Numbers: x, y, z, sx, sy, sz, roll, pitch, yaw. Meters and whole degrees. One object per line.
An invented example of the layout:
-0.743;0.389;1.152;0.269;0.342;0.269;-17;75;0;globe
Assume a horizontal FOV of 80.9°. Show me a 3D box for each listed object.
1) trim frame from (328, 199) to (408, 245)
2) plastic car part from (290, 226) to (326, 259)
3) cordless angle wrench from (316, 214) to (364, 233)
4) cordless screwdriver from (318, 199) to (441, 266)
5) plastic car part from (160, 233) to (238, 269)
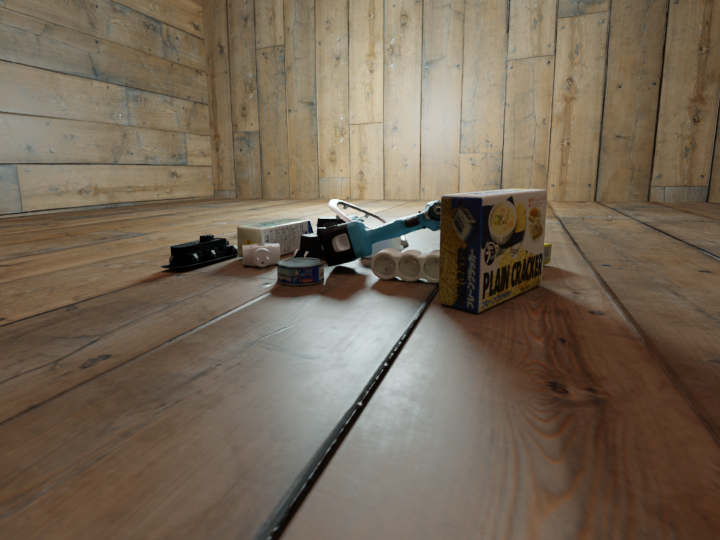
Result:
0.020;-0.121;1.093;0.236;0.027;0.194;19;21;-33;trim frame
-0.093;-0.061;0.954;0.112;0.070;0.070;-15;20;-40;plastic car part
-0.043;-0.138;1.293;0.100;0.073;0.419;1;11;8;cordless angle wrench
0.046;-0.075;0.798;0.252;0.075;0.156;-16;-1;11;cordless screwdriver
-0.345;-0.042;0.925;0.069;0.066;0.198;11;19;19;plastic car part
